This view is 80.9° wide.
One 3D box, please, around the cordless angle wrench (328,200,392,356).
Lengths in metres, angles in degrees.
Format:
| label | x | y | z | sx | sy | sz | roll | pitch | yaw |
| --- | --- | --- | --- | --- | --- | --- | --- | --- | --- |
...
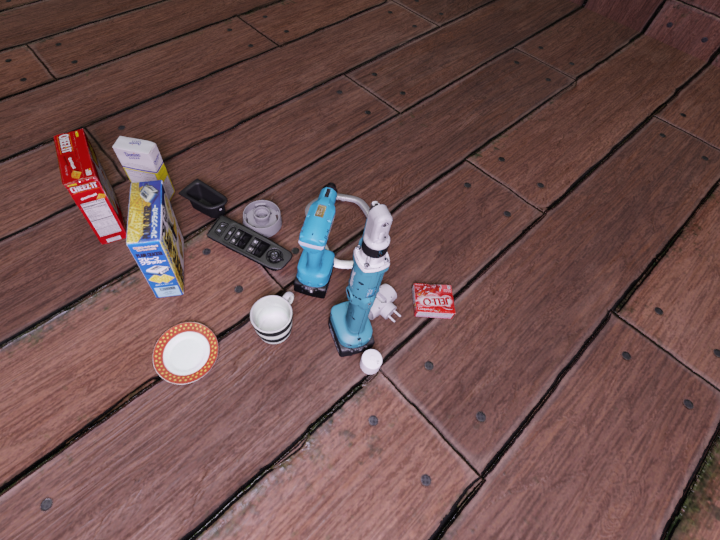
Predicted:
| label | x | y | z | sx | sy | sz | roll | pitch | yaw |
| --- | --- | --- | --- | --- | --- | --- | --- | --- | --- |
| cordless angle wrench | 0.003 | 0.032 | 0.738 | 0.073 | 0.414 | 0.102 | -13 | 61 | -17 |

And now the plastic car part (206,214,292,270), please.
| label | x | y | z | sx | sy | sz | roll | pitch | yaw |
| --- | --- | --- | --- | --- | --- | --- | --- | --- | --- |
| plastic car part | -0.257 | -0.052 | 0.989 | 0.208 | 0.065 | 0.066 | 24 | 58 | 12 |

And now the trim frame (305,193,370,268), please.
| label | x | y | z | sx | sy | sz | roll | pitch | yaw |
| --- | --- | --- | --- | --- | --- | --- | --- | --- | --- |
| trim frame | -0.043 | -0.104 | 1.061 | 0.181 | 0.027 | 0.259 | -17 | 59 | -15 |

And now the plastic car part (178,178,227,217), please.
| label | x | y | z | sx | sy | sz | roll | pitch | yaw |
| --- | --- | --- | --- | --- | --- | --- | --- | --- | --- |
| plastic car part | -0.384 | -0.167 | 1.057 | 0.120 | 0.069 | 0.065 | 32 | 59 | 16 |

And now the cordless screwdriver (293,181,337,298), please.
| label | x | y | z | sx | sy | sz | roll | pitch | yaw |
| --- | --- | --- | --- | --- | --- | --- | --- | --- | --- |
| cordless screwdriver | -0.088 | -0.057 | 0.896 | 0.075 | 0.243 | 0.161 | 14 | 57 | 1 |
